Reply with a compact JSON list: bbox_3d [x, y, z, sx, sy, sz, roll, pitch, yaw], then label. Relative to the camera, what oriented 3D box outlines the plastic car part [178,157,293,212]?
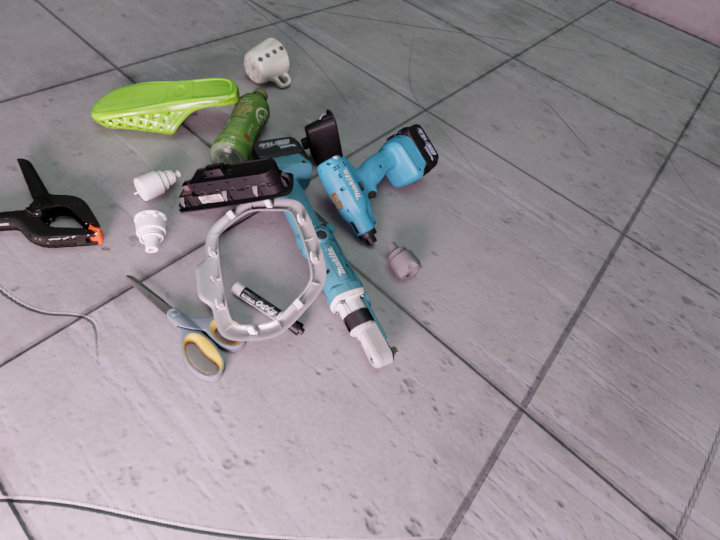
[{"bbox_3d":[-0.202,-0.141,0.669,0.208,0.064,0.067,-1,43,17],"label":"plastic car part"}]

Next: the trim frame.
[{"bbox_3d":[-0.147,-0.015,0.602,0.185,0.026,0.260,-24,55,4],"label":"trim frame"}]

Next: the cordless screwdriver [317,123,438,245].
[{"bbox_3d":[0.047,-0.161,0.767,0.243,0.077,0.158,-35,97,-35],"label":"cordless screwdriver"}]

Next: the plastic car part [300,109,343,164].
[{"bbox_3d":[-0.076,-0.246,0.803,0.071,0.112,0.069,-23,60,-3],"label":"plastic car part"}]

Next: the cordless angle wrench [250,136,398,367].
[{"bbox_3d":[-0.065,-0.043,0.666,0.095,0.073,0.441,-16,60,-24],"label":"cordless angle wrench"}]
